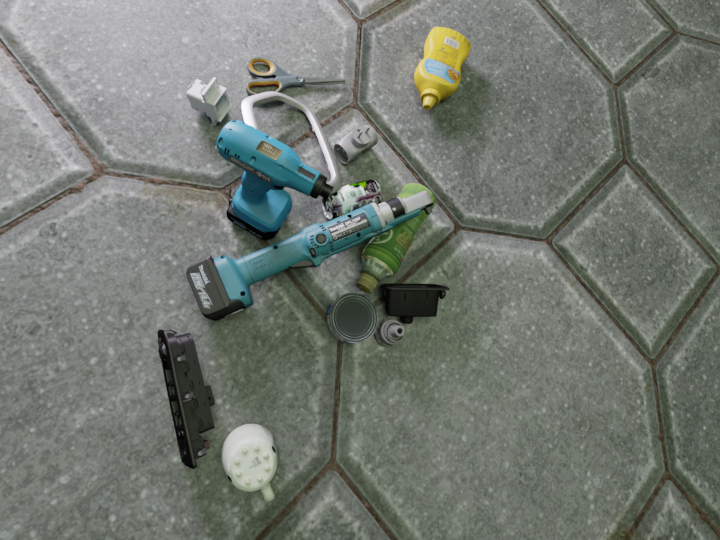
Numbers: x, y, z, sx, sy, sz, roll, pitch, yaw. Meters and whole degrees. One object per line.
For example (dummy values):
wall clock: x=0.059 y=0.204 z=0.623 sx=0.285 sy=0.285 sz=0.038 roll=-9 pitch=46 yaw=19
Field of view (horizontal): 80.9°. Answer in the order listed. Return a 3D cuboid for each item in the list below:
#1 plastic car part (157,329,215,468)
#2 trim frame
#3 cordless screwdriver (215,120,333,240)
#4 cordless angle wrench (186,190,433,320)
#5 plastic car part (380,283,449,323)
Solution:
plastic car part: x=-0.259 y=0.180 z=0.633 sx=0.065 sy=0.067 sz=0.206 roll=-16 pitch=80 yaw=-29
trim frame: x=-0.119 y=-0.230 z=0.758 sx=0.176 sy=0.028 sz=0.258 roll=-3 pitch=59 yaw=-36
cordless screwdriver: x=-0.132 y=-0.115 z=0.641 sx=0.159 sy=0.249 sz=0.074 roll=30 pitch=71 yaw=-4
cordless angle wrench: x=-0.068 y=-0.045 z=0.699 sx=0.418 sy=0.074 sz=0.099 roll=-24 pitch=84 yaw=-10
plastic car part: x=0.090 y=0.058 z=0.756 sx=0.114 sy=0.067 sz=0.071 roll=-2 pitch=92 yaw=-12
